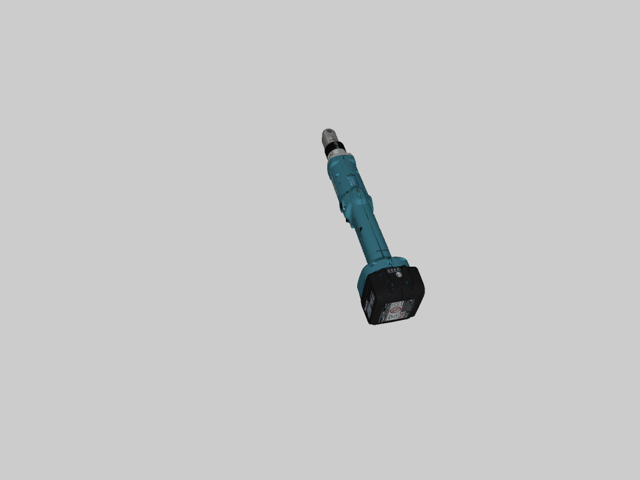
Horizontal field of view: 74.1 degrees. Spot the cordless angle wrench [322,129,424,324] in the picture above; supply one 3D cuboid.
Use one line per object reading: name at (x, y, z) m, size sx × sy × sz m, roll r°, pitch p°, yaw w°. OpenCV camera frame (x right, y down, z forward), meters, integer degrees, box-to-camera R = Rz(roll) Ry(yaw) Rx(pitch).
cordless angle wrench at (0.062, -0.059, 0.735) m, size 0.074 × 0.421 × 0.098 m, roll -8°, pitch -38°, yaw -11°
